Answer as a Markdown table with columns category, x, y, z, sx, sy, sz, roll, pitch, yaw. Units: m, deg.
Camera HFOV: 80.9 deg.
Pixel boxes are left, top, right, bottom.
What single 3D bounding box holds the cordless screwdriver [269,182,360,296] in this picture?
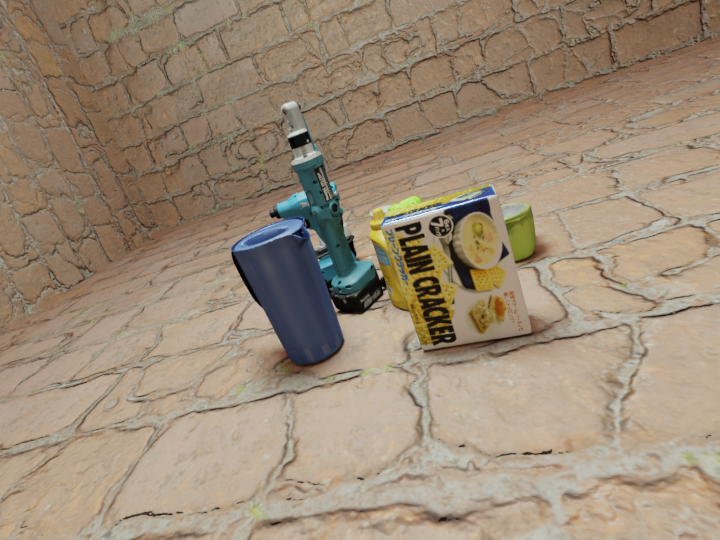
| category | x | y | z | sx | sy | sz | roll | pitch | yaw |
| --- | --- | --- | --- | --- | --- | --- | --- | --- | --- |
| cordless screwdriver | -0.093 | -0.061 | 0.949 | 0.161 | 0.242 | 0.075 | -17 | 17 | 10 |

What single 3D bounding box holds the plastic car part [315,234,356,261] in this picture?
| category | x | y | z | sx | sy | sz | roll | pitch | yaw |
| --- | --- | --- | --- | --- | --- | --- | --- | --- | --- |
| plastic car part | -0.057 | -0.037 | 1.103 | 0.116 | 0.069 | 0.068 | -22 | 18 | -4 |

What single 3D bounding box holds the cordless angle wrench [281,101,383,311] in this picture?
| category | x | y | z | sx | sy | sz | roll | pitch | yaw |
| --- | --- | --- | --- | --- | --- | --- | --- | --- | --- |
| cordless angle wrench | -0.067 | -0.119 | 0.827 | 0.078 | 0.412 | 0.096 | -4 | 23 | 44 |

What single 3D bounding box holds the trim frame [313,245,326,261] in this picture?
| category | x | y | z | sx | sy | sz | roll | pitch | yaw |
| --- | --- | --- | --- | --- | --- | --- | --- | --- | --- |
| trim frame | -0.179 | -0.020 | 1.237 | 0.185 | 0.027 | 0.254 | -20 | 21 | 4 |
